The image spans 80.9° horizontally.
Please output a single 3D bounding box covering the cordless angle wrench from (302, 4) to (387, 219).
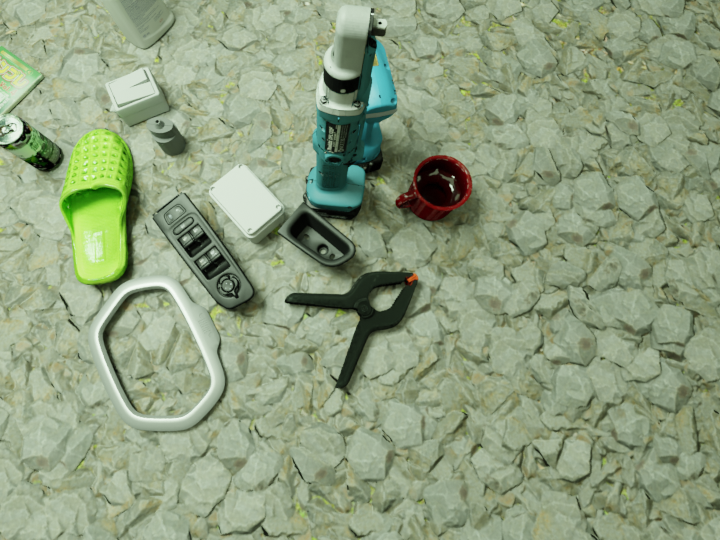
[{"bbox_3d":[-0.027,-0.162,0.530,0.098,0.419,0.075,8,79,-4],"label":"cordless angle wrench"}]

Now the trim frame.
[{"bbox_3d":[-0.315,0.127,0.659,0.183,0.027,0.253,-30,78,-7],"label":"trim frame"}]

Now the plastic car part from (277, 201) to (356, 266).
[{"bbox_3d":[-0.066,-0.043,0.679,0.118,0.070,0.066,38,79,6],"label":"plastic car part"}]

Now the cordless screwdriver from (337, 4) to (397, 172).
[{"bbox_3d":[-0.003,-0.253,0.640,0.074,0.247,0.162,-10,80,-7],"label":"cordless screwdriver"}]

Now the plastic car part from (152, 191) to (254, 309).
[{"bbox_3d":[-0.245,-0.024,0.675,0.066,0.066,0.207,-38,80,-10],"label":"plastic car part"}]
